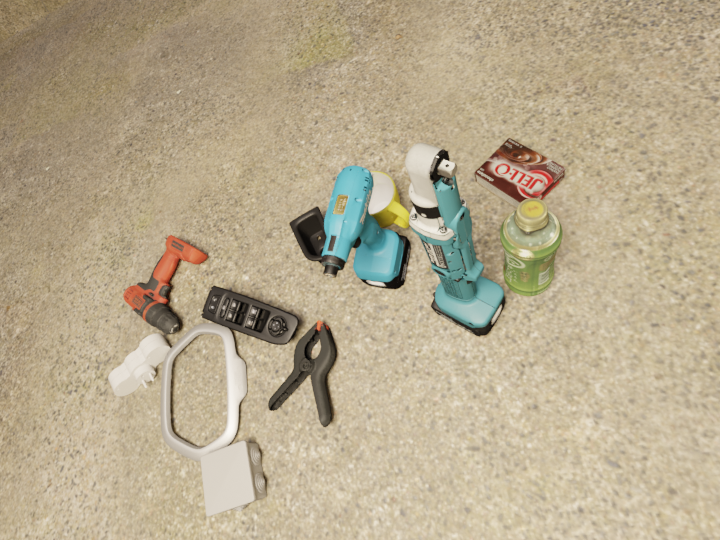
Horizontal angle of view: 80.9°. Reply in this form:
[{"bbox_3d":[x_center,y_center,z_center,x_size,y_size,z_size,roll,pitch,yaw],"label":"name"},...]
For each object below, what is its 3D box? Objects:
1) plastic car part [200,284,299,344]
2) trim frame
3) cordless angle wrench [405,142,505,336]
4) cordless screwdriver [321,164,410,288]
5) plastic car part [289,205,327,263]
[{"bbox_3d":[-0.200,0.090,0.792,0.212,0.064,0.067,14,73,28],"label":"plastic car part"},{"bbox_3d":[-0.299,0.220,0.795,0.187,0.026,0.257,-19,60,14],"label":"trim frame"},{"bbox_3d":[0.111,-0.017,0.508,0.103,0.402,0.074,29,80,28],"label":"cordless angle wrench"},{"bbox_3d":[0.008,-0.030,0.656,0.077,0.236,0.161,6,69,23],"label":"cordless screwdriver"},{"bbox_3d":[-0.079,-0.051,0.804,0.066,0.067,0.122,-30,59,7],"label":"plastic car part"}]
